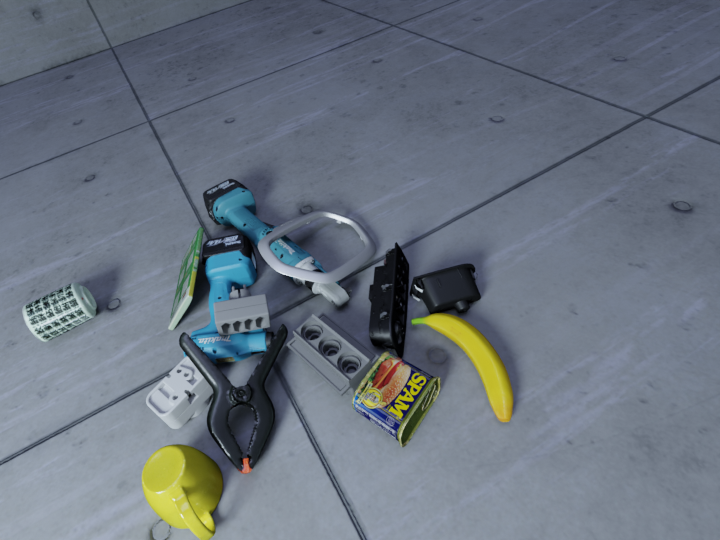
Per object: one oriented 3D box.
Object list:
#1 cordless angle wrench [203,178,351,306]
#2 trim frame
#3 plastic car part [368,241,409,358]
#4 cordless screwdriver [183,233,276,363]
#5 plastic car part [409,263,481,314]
[{"bbox_3d":[-0.176,-0.057,0.851,0.096,0.071,0.447,-34,52,-25],"label":"cordless angle wrench"},{"bbox_3d":[-0.078,-0.051,0.799,0.192,0.027,0.243,31,42,20],"label":"trim frame"},{"bbox_3d":[0.046,0.048,0.706,0.068,0.063,0.208,-10,46,15],"label":"plastic car part"},{"bbox_3d":[-0.220,0.046,0.763,0.160,0.071,0.258,-9,50,1],"label":"cordless screwdriver"},{"bbox_3d":[0.150,0.037,0.699,0.116,0.064,0.073,-13,61,-4],"label":"plastic car part"}]
